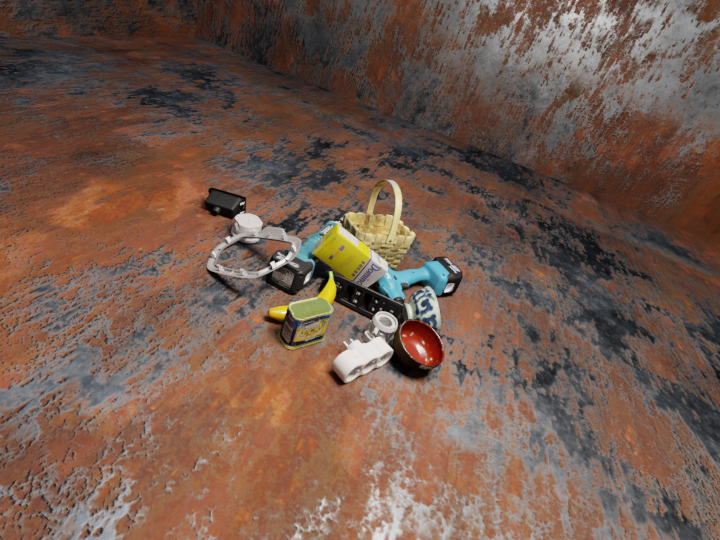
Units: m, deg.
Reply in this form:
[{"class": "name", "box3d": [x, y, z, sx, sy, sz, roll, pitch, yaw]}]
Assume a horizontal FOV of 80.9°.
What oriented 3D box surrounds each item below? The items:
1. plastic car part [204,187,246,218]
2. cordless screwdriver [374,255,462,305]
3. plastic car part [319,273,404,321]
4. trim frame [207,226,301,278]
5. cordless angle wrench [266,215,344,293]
[{"class": "plastic car part", "box3d": [-0.392, -0.184, 1.203, 0.117, 0.065, 0.072, 16, 47, 2]}, {"class": "cordless screwdriver", "box3d": [0.157, 0.035, 1.123, 0.240, 0.073, 0.167, -4, 39, -23]}, {"class": "plastic car part", "box3d": [0.003, 0.061, 1.021, 0.206, 0.066, 0.067, 23, 23, 7]}, {"class": "trim frame", "box3d": [-0.255, -0.047, 1.000, 0.261, 0.026, 0.182, 7, 40, 33]}, {"class": "cordless angle wrench", "box3d": [-0.113, -0.074, 1.160, 0.100, 0.073, 0.419, 25, 31, 9]}]
